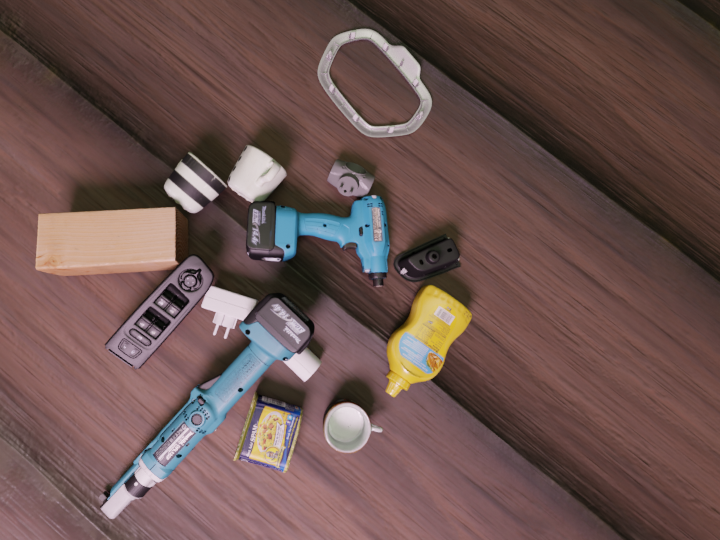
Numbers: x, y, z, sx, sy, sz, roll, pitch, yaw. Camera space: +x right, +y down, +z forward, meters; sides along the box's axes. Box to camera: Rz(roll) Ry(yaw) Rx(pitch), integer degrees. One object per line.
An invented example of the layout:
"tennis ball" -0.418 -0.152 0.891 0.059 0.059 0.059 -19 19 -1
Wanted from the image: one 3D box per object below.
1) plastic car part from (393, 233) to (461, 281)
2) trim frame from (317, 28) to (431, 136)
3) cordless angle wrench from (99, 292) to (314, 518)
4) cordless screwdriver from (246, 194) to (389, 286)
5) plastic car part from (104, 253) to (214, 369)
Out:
"plastic car part" 0.124 -0.021 0.740 0.115 0.071 0.067 -22 83 -12
"trim frame" 0.029 -0.367 0.823 0.183 0.027 0.252 -36 82 -11
"cordless angle wrench" -0.241 0.215 0.645 0.099 0.074 0.423 43 90 3
"cordless screwdriver" -0.071 -0.047 0.729 0.245 0.074 0.161 -3 80 -10
"plastic car part" -0.312 0.060 0.682 0.065 0.068 0.203 42 94 -8
